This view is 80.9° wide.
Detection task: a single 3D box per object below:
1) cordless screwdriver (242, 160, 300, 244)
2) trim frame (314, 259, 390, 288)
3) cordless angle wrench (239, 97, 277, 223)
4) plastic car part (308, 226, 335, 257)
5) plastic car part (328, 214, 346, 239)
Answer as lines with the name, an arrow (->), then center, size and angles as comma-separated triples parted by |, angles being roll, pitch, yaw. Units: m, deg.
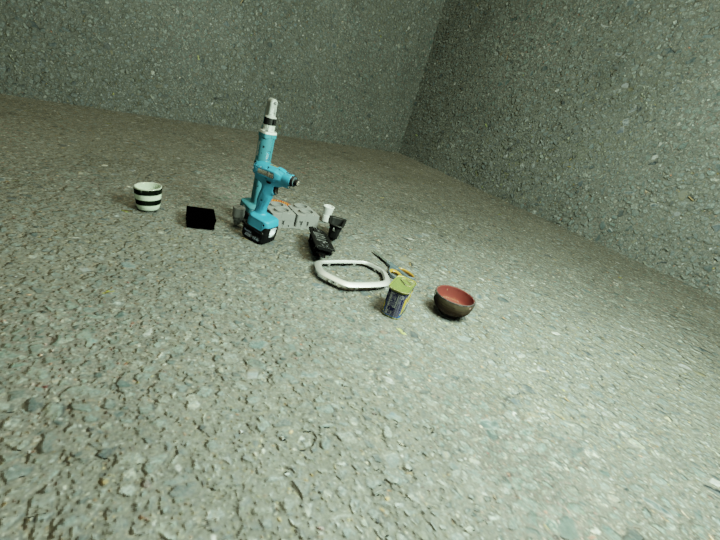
cordless screwdriver -> -0.277, -0.201, 1.307 | 0.166, 0.245, 0.072 | 26, 24, 22
trim frame -> -0.022, 0.006, 1.263 | 0.238, 0.027, 0.195 | -3, 29, -34
cordless angle wrench -> -0.327, -0.354, 1.403 | 0.071, 0.417, 0.104 | -5, 31, -42
plastic car part -> -0.133, -0.087, 1.359 | 0.065, 0.066, 0.211 | 8, 25, -17
plastic car part -> -0.091, -0.146, 1.506 | 0.066, 0.070, 0.118 | 15, 24, -2
